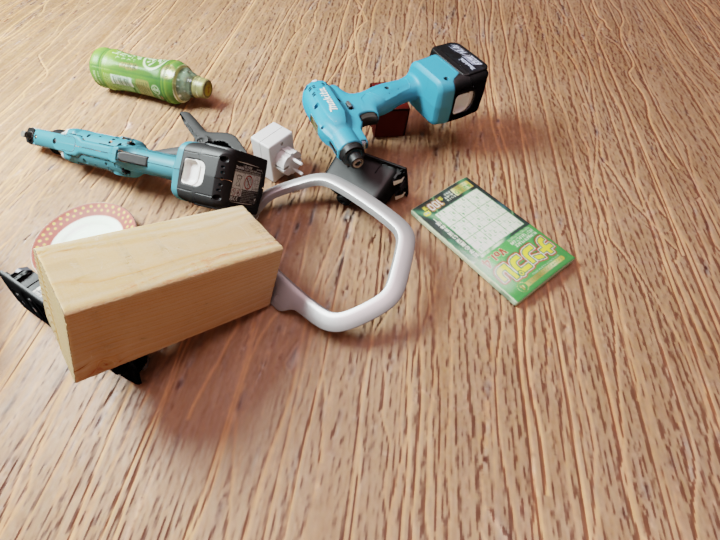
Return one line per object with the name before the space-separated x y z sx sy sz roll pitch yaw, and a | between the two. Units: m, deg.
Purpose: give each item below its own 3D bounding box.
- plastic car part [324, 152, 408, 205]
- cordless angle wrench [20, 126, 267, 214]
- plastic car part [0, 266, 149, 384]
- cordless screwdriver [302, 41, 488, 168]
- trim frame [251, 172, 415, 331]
plastic car part | -0.001 -0.119 0.583 0.121 0.063 0.071 24 71 21
cordless angle wrench | -0.329 -0.159 0.593 0.441 0.094 0.074 16 98 23
plastic car part | -0.295 0.053 0.459 0.211 0.065 0.066 29 43 20
cordless screwdriver | 0.057 -0.225 0.585 0.246 0.072 0.166 -19 57 -10
trim frame | -0.050 -0.033 0.516 0.183 0.026 0.261 -43 60 -15
